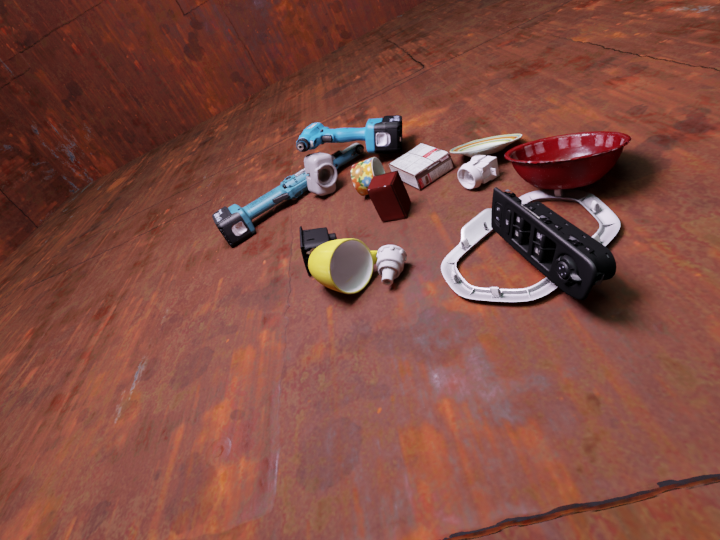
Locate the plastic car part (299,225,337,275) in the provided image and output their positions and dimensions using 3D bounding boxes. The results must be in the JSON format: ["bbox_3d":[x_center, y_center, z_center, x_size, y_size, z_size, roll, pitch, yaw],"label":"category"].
[{"bbox_3d":[-0.080,-0.052,0.819,0.071,0.063,0.120,-11,32,2],"label":"plastic car part"}]

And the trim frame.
[{"bbox_3d":[0.229,-0.043,0.594,0.247,0.026,0.194,-39,34,-9],"label":"trim frame"}]

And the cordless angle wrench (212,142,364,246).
[{"bbox_3d":[-0.173,-0.211,1.076,0.420,0.071,0.103,-33,33,-7],"label":"cordless angle wrench"}]

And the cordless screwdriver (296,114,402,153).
[{"bbox_3d":[-0.026,-0.317,1.010,0.255,0.072,0.160,3,30,15],"label":"cordless screwdriver"}]

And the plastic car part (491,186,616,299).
[{"bbox_3d":[0.233,-0.038,0.523,0.066,0.064,0.211,-4,33,-8],"label":"plastic car part"}]
